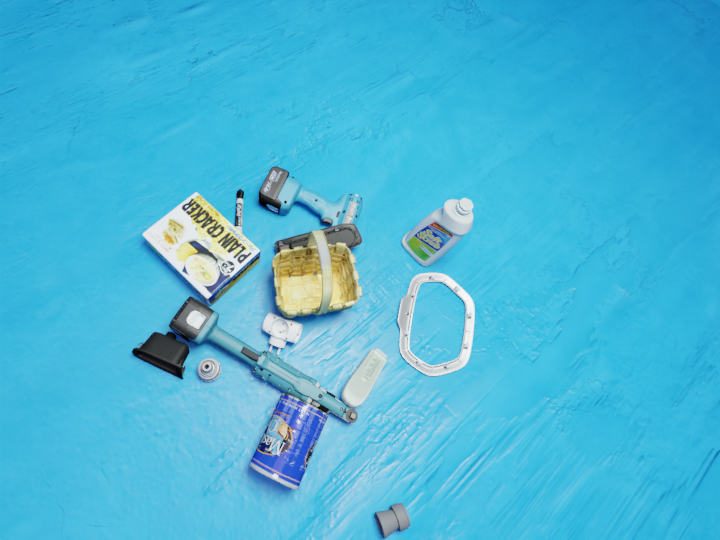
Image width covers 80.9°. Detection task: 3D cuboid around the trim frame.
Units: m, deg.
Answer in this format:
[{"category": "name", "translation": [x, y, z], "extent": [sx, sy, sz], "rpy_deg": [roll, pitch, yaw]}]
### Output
[{"category": "trim frame", "translation": [0.177, 0.120, 0.987], "extent": [0.184, 0.027, 0.251], "rpy_deg": [15, 68, 0]}]

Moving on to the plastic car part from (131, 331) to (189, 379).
[{"category": "plastic car part", "translation": [-0.403, 0.163, 0.874], "extent": [0.118, 0.065, 0.071], "rpy_deg": [25, 51, 5]}]

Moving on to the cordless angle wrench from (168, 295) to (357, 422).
[{"category": "cordless angle wrench", "translation": [-0.192, 0.198, 0.874], "extent": [0.424, 0.097, 0.074], "rpy_deg": [31, 66, 1]}]

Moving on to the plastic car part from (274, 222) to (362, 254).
[{"category": "plastic car part", "translation": [-0.095, -0.062, 0.977], "extent": [0.202, 0.067, 0.066], "rpy_deg": [-15, 90, -4]}]

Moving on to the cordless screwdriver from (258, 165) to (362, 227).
[{"category": "cordless screwdriver", "translation": [-0.129, -0.145, 1.033], "extent": [0.247, 0.074, 0.160], "rpy_deg": [20, 75, -4]}]
